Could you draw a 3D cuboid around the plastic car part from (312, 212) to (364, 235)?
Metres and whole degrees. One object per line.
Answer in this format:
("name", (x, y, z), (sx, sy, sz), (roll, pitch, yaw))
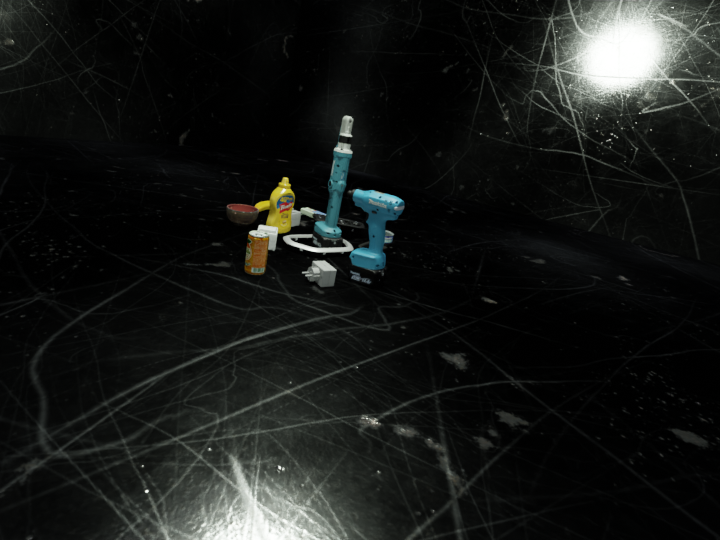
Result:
("plastic car part", (-0.080, -0.163, 1.564), (0.197, 0.066, 0.069), (4, 19, -17))

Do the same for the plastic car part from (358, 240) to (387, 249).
("plastic car part", (0.026, -0.042, 1.270), (0.069, 0.070, 0.113), (18, 20, 21))

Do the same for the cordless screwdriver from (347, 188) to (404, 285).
("cordless screwdriver", (0.016, -0.093, 1.144), (0.167, 0.245, 0.071), (22, 20, 29))

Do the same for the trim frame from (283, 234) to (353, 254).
("trim frame", (-0.136, -0.089, 1.386), (0.238, 0.027, 0.195), (-7, 25, -40))

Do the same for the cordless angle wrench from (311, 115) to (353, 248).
("cordless angle wrench", (-0.075, -0.273, 1.345), (0.071, 0.417, 0.103), (1, 20, -32))
